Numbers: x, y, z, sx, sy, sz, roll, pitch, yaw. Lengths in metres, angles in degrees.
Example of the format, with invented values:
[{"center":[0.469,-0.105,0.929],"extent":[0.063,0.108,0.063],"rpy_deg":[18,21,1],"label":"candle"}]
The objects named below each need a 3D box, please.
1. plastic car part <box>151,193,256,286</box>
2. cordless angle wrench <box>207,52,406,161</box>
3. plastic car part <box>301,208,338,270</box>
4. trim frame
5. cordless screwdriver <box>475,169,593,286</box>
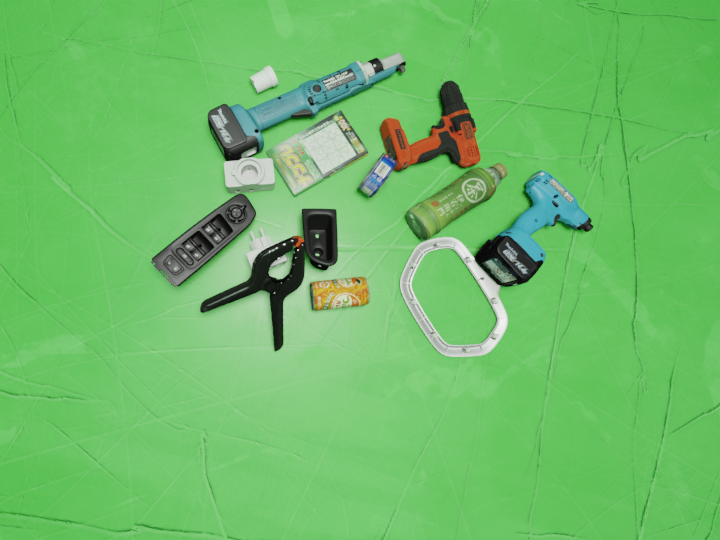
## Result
[{"center":[-0.272,-0.055,0.765],"extent":[0.067,0.067,0.201],"rpy_deg":[43,74,5],"label":"plastic car part"},{"center":[-0.091,-0.343,0.834],"extent":[0.418,0.075,0.098],"rpy_deg":[-29,88,-13],"label":"cordless angle wrench"},{"center":[-0.077,-0.050,0.788],"extent":[0.065,0.070,0.119],"rpy_deg":[-1,66,-10],"label":"plastic car part"},{"center":[0.186,0.052,0.829],"extent":[0.182,0.027,0.251],"rpy_deg":[-30,84,-12],"label":"trim frame"},{"center":[0.354,-0.069,0.837],"extent":[0.159,0.075,0.247],"rpy_deg":[42,70,-1],"label":"cordless screwdriver"}]
